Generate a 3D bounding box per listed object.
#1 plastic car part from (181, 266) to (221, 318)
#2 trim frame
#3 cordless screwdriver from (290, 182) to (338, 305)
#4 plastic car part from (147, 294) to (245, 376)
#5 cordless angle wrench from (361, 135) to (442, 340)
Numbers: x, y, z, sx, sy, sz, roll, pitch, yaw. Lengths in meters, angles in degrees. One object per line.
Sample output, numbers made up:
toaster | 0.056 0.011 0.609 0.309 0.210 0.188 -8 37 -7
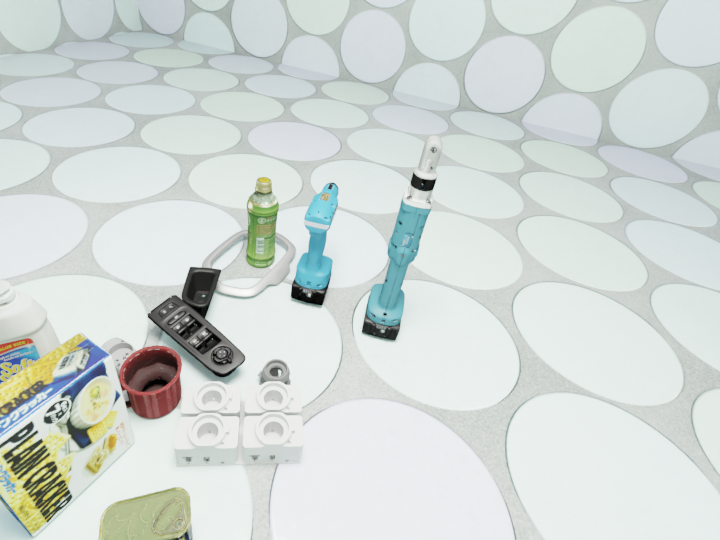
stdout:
plastic car part | -0.325 0.054 0.858 0.065 0.069 0.120 4 39 -9
trim frame | -0.259 -0.024 1.000 0.190 0.027 0.247 20 40 14
cordless screwdriver | -0.088 -0.058 0.901 0.075 0.243 0.161 14 38 1
plastic car part | -0.298 0.130 0.772 0.212 0.065 0.065 29 42 23
cordless angle wrench | 0.079 -0.043 0.777 0.075 0.414 0.099 14 38 1
